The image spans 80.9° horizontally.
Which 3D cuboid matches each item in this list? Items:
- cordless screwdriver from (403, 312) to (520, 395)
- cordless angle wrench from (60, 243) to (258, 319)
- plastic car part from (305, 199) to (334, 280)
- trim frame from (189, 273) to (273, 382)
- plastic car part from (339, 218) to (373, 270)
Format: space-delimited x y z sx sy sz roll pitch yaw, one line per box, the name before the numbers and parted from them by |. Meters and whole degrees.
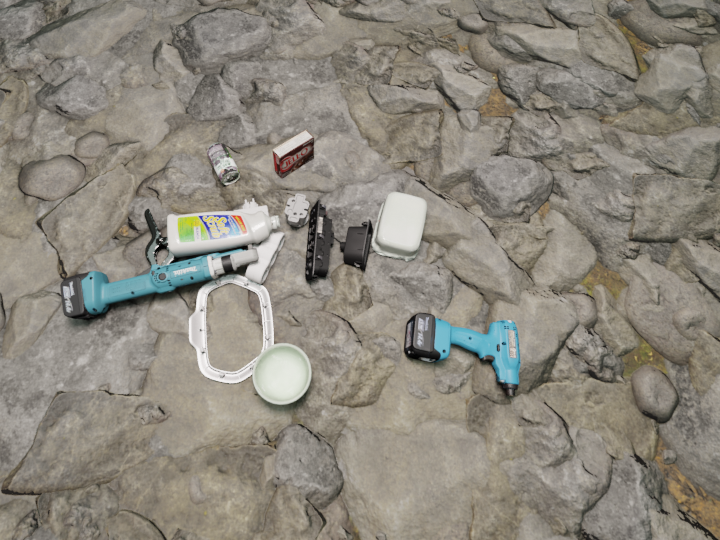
cordless screwdriver | 0.225 0.178 0.920 0.247 0.073 0.162 7 67 -4
cordless angle wrench | -0.435 0.016 0.944 0.421 0.073 0.099 -14 80 -3
plastic car part | -0.100 -0.066 1.025 0.064 0.068 0.207 19 63 -25
trim frame | -0.290 0.124 0.951 0.183 0.027 0.255 -7 69 -4
plastic car part | -0.013 -0.062 1.027 0.073 0.063 0.118 9 70 16
